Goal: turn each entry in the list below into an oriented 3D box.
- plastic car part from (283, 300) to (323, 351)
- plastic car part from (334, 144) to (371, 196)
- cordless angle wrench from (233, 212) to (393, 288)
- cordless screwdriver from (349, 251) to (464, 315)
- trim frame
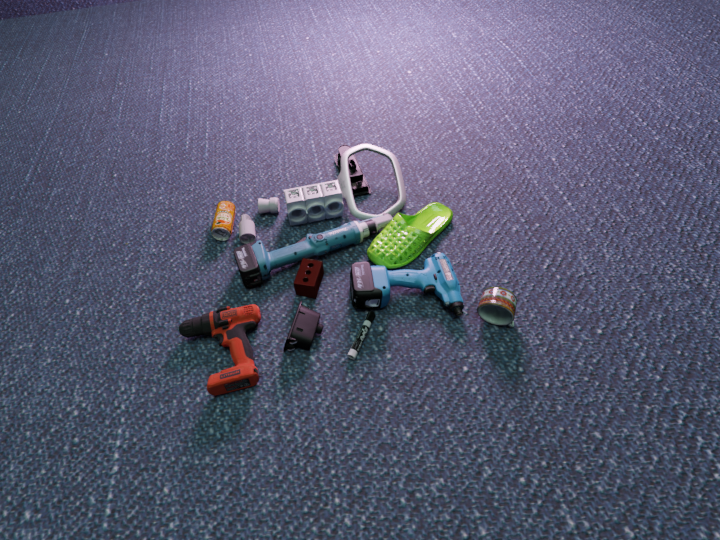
[{"bbox_3d":[-0.120,0.126,0.936,0.071,0.065,0.118,21,52,-1],"label":"plastic car part"},{"bbox_3d":[-0.031,-0.307,1.262,0.066,0.064,0.212,-19,50,-3],"label":"plastic car part"},{"bbox_3d":[-0.105,-0.069,1.078,0.417,0.072,0.103,-19,54,-12],"label":"cordless angle wrench"},{"bbox_3d":[0.104,0.044,0.968,0.247,0.072,0.165,-7,52,-6],"label":"cordless screwdriver"},{"bbox_3d":[0.029,-0.248,1.186,0.182,0.027,0.254,-8,73,-6],"label":"trim frame"}]
